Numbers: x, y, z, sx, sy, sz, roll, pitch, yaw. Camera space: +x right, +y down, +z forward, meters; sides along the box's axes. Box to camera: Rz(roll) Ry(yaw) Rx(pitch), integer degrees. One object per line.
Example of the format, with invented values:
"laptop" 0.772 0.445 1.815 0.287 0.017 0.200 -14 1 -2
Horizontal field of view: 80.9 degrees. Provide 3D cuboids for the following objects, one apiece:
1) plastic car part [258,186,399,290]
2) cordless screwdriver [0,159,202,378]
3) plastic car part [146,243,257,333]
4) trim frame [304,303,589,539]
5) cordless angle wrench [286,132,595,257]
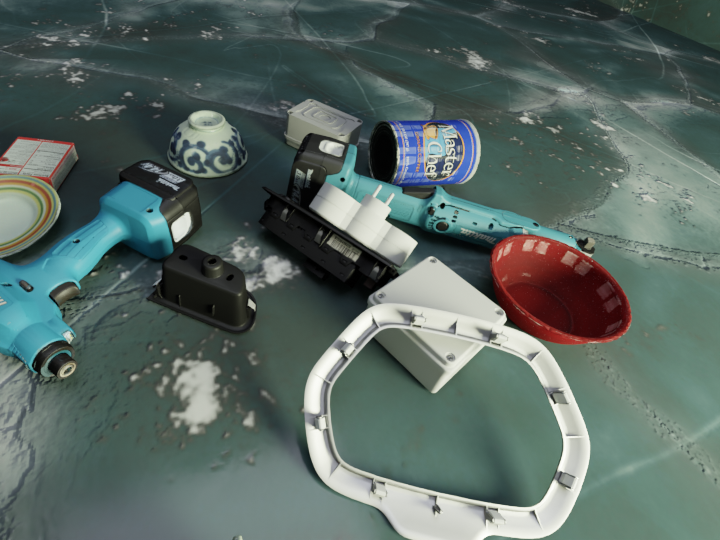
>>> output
"plastic car part" -0.051 -0.033 0.518 0.211 0.067 0.064 38 5 21
"cordless screwdriver" -0.268 -0.012 0.447 0.165 0.072 0.246 28 51 17
"plastic car part" -0.161 0.011 0.445 0.119 0.069 0.066 19 47 11
"trim frame" 0.074 0.128 0.362 0.248 0.027 0.186 13 75 0
"cordless angle wrench" 0.111 -0.079 0.583 0.423 0.096 0.075 17 45 -1
